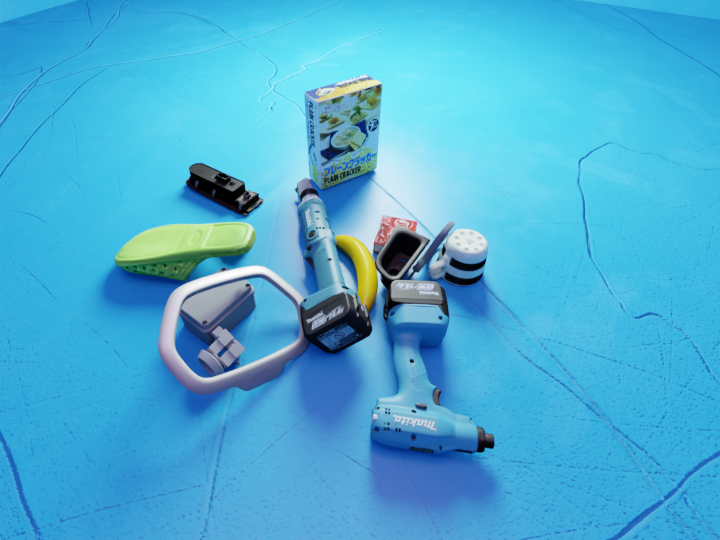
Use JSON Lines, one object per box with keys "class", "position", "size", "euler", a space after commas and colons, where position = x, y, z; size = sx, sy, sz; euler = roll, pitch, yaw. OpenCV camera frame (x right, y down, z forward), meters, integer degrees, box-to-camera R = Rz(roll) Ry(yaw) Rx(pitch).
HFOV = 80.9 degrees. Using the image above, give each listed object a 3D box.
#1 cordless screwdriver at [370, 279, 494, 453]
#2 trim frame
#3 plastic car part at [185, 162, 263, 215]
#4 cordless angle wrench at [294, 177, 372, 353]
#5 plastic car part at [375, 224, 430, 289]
{"class": "cordless screwdriver", "position": [0.103, 0.136, 0.623], "size": [0.161, 0.072, 0.254], "euler": [5, 51, 5]}
{"class": "trim frame", "position": [-0.183, 0.086, 0.646], "size": [0.239, 0.028, 0.189], "euler": [-18, 71, -40]}
{"class": "plastic car part", "position": [-0.318, -0.191, 0.948], "size": [0.212, 0.064, 0.066], "euler": [24, 58, 25]}
{"class": "cordless angle wrench", "position": [-0.077, -0.050, 0.789], "size": [0.099, 0.070, 0.441], "euler": [-32, 43, 14]}
{"class": "plastic car part", "position": [0.066, -0.012, 0.757], "size": [0.068, 0.068, 0.116], "euler": [26, 61, 19]}
